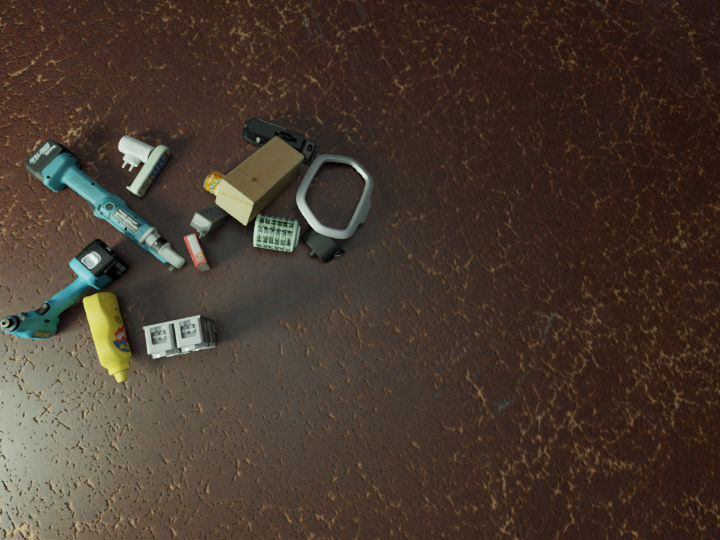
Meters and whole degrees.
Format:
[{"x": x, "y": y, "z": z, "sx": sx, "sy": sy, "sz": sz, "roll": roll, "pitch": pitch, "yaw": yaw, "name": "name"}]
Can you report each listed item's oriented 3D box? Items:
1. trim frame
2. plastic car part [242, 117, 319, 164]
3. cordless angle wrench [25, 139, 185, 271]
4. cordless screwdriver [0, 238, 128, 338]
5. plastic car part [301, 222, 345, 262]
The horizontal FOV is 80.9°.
[{"x": -0.056, "y": -0.186, "z": 1.034, "sx": 0.181, "sy": 0.028, "sz": 0.251, "roll": 27, "pitch": 58, "yaw": -9, "name": "trim frame"}, {"x": -0.208, "y": -0.335, "z": 1.076, "sx": 0.204, "sy": 0.066, "sz": 0.066, "roll": 19, "pitch": 84, "yaw": 2, "name": "plastic car part"}, {"x": -0.584, "y": -0.142, "z": 0.996, "sx": 0.424, "sy": 0.074, "sz": 0.098, "roll": 37, "pitch": 77, "yaw": 2, "name": "cordless angle wrench"}, {"x": -0.629, "y": 0.042, "z": 0.902, "sx": 0.075, "sy": 0.159, "sz": 0.247, "roll": 41, "pitch": 75, "yaw": 0, "name": "cordless screwdriver"}, {"x": -0.100, "y": -0.066, "z": 1.025, "sx": 0.071, "sy": 0.065, "sz": 0.117, "roll": -40, "pitch": 88, "yaw": 2, "name": "plastic car part"}]
